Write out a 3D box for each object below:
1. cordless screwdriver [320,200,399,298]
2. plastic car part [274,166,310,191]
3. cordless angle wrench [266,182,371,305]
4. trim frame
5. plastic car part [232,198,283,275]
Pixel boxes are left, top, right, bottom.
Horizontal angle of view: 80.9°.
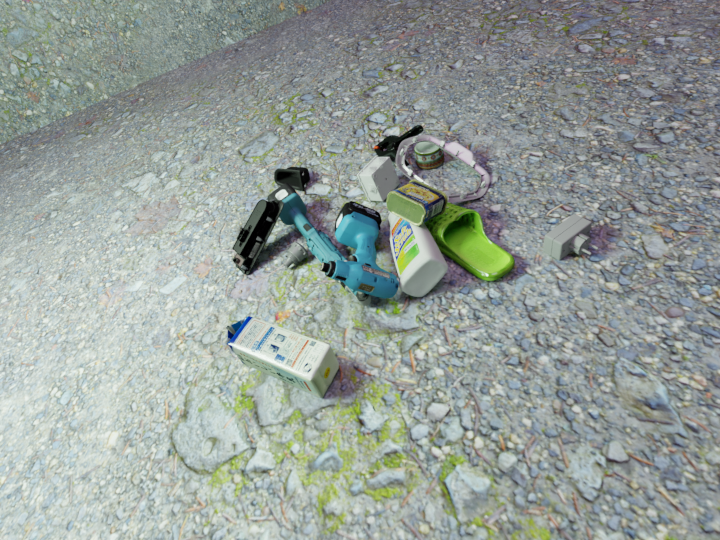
[{"bbox_3d":[-0.016,-0.053,0.899,0.154,0.074,0.258,16,36,-20],"label":"cordless screwdriver"},{"bbox_3d":[-0.197,-0.285,1.264,0.123,0.064,0.069,19,41,37],"label":"plastic car part"},{"bbox_3d":[-0.097,-0.064,0.996,0.074,0.093,0.447,-36,50,-6],"label":"cordless angle wrench"},{"bbox_3d":[0.202,-0.259,1.050,0.181,0.027,0.259,-38,64,-25],"label":"trim frame"},{"bbox_3d":[-0.262,-0.095,1.041,0.070,0.063,0.203,35,93,48],"label":"plastic car part"}]
